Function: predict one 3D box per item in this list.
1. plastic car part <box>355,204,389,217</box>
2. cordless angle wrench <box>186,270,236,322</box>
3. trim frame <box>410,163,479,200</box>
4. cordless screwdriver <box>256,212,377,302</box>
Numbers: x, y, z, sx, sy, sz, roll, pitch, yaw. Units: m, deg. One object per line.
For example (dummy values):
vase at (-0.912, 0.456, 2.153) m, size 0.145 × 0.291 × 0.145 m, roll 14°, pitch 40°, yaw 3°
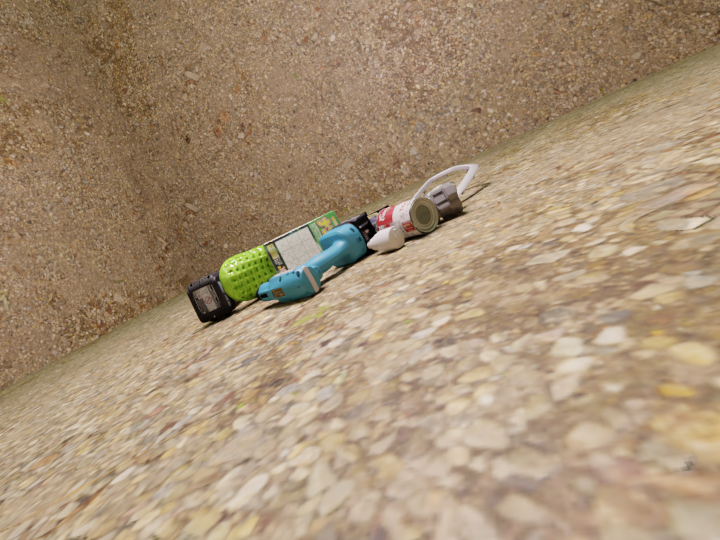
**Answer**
plastic car part at (0.027, -0.118, 1.063) m, size 0.064 × 0.067 × 0.210 m, roll -25°, pitch 7°, yaw -33°
cordless angle wrench at (-0.314, 0.036, 1.094) m, size 0.075 × 0.097 × 0.422 m, roll -25°, pitch 5°, yaw 5°
trim frame at (0.190, -0.192, 1.029) m, size 0.191 × 0.026 × 0.247 m, roll -12°, pitch 32°, yaw 44°
cordless screwdriver at (-0.081, -0.017, 0.808) m, size 0.165 × 0.073 × 0.244 m, roll -17°, pitch 17°, yaw 45°
